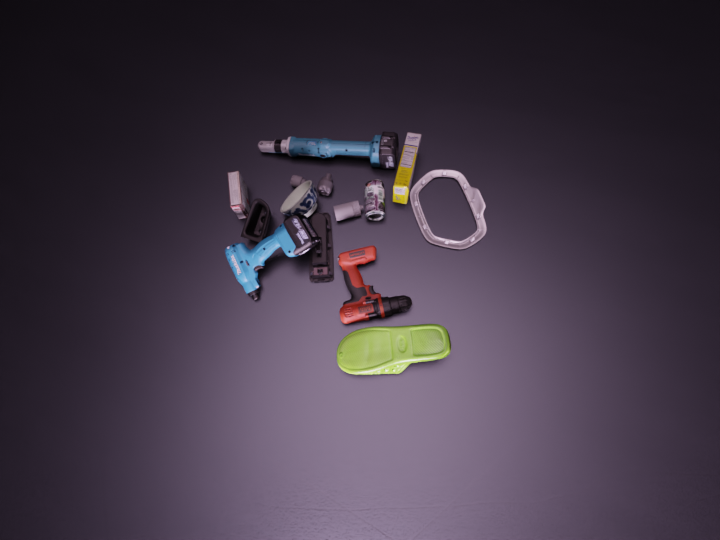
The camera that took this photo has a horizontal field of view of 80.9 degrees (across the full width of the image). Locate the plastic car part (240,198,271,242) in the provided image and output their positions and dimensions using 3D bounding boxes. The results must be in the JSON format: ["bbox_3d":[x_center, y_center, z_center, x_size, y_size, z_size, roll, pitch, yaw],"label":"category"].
[{"bbox_3d":[-0.283,-0.139,1.195,0.067,0.069,0.116,17,88,9],"label":"plastic car part"}]

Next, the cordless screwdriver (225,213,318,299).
[{"bbox_3d":[-0.227,-0.037,1.115,0.252,0.073,0.160,-26,88,15],"label":"cordless screwdriver"}]

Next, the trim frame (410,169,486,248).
[{"bbox_3d":[0.241,-0.173,1.157,0.184,0.026,0.256,-15,66,1],"label":"trim frame"}]

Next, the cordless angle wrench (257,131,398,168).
[{"bbox_3d":[-0.105,-0.361,1.249,0.433,0.094,0.075,6,74,14],"label":"cordless angle wrench"}]

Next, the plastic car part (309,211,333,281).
[{"bbox_3d":[-0.113,-0.074,1.154,0.067,0.064,0.208,-7,66,10],"label":"plastic car part"}]
